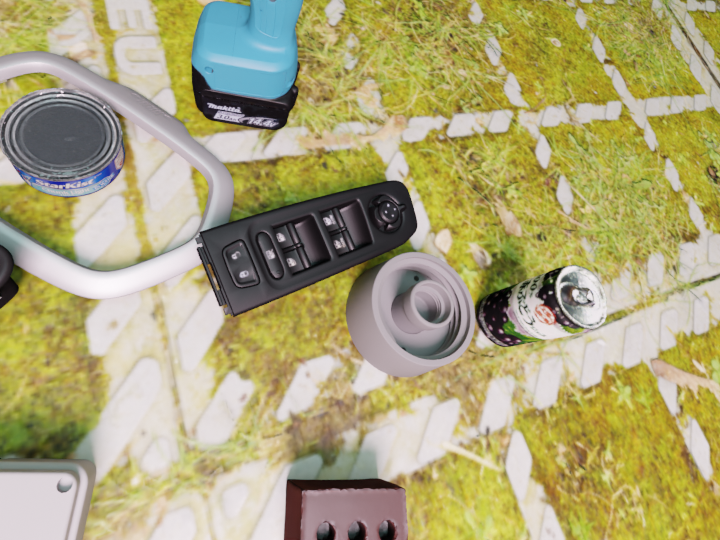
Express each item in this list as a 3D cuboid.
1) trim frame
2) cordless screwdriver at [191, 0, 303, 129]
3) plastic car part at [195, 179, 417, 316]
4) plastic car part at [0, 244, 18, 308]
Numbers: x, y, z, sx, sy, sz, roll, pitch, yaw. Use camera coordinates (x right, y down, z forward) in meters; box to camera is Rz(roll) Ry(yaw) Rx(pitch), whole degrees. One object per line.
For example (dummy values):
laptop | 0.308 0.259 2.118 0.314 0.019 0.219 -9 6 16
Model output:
trim frame | -0.224 -0.084 0.347 0.246 0.028 0.185 31 62 -5
cordless screwdriver | -0.096 -0.216 0.319 0.154 0.251 0.076 8 69 -19
plastic car part | -0.036 -0.023 0.364 0.198 0.067 0.067 -23 80 -26
plastic car part | -0.278 0.005 0.267 0.114 0.071 0.067 18 65 -13
